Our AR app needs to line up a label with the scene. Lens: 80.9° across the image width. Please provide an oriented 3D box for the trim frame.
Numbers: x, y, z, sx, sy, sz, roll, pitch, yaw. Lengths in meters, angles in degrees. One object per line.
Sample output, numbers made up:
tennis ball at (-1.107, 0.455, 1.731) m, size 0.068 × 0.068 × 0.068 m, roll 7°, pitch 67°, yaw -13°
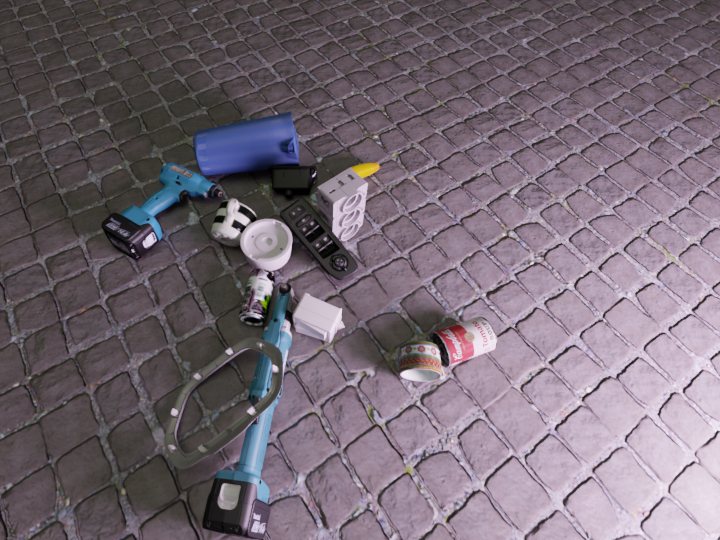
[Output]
trim frame at (-0.231, 0.211, 0.704) m, size 0.248 × 0.026 × 0.194 m, roll -36°, pitch 41°, yaw 0°

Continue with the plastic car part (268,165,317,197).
plastic car part at (-0.162, -0.208, 1.010) m, size 0.117 × 0.064 × 0.072 m, roll -2°, pitch 73°, yaw 1°

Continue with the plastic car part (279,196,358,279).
plastic car part at (-0.088, -0.058, 0.903) m, size 0.065 × 0.066 × 0.210 m, roll -36°, pitch 72°, yaw -18°

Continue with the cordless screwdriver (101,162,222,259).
cordless screwdriver at (-0.439, -0.135, 0.952) m, size 0.163 × 0.072 × 0.249 m, roll 22°, pitch 57°, yaw 11°

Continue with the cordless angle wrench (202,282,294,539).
cordless angle wrench at (-0.166, 0.209, 0.738) m, size 0.076 × 0.094 × 0.433 m, roll -1°, pitch 54°, yaw 10°
